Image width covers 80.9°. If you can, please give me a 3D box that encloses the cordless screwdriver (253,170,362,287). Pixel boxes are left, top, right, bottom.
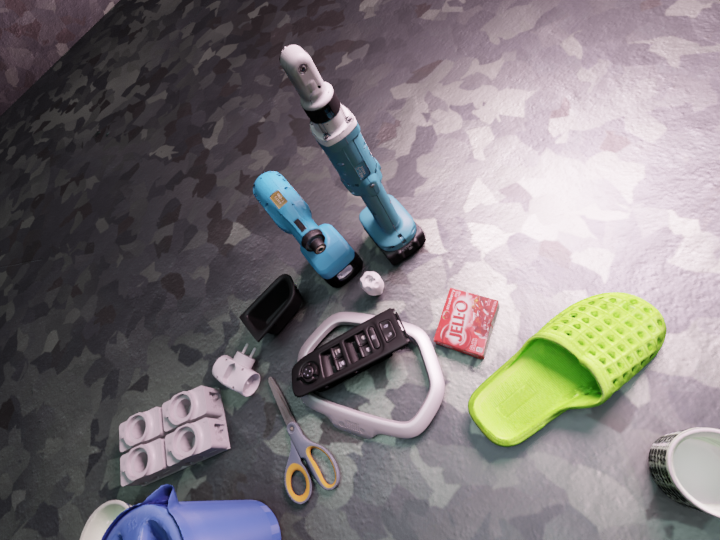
[{"bbox_3d":[-0.066,-0.043,0.670,0.074,0.236,0.167,-41,58,0],"label":"cordless screwdriver"}]

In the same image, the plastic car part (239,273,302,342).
[{"bbox_3d":[-0.145,0.070,0.753,0.116,0.067,0.069,-46,58,-2],"label":"plastic car part"}]

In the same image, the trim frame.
[{"bbox_3d":[0.007,0.161,0.665,0.259,0.026,0.186,7,69,27],"label":"trim frame"}]

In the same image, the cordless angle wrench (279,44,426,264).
[{"bbox_3d":[0.000,-0.134,0.586,0.074,0.401,0.103,-37,59,2],"label":"cordless angle wrench"}]

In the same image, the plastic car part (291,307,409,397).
[{"bbox_3d":[-0.018,0.137,0.666,0.205,0.063,0.069,-28,59,9],"label":"plastic car part"}]
